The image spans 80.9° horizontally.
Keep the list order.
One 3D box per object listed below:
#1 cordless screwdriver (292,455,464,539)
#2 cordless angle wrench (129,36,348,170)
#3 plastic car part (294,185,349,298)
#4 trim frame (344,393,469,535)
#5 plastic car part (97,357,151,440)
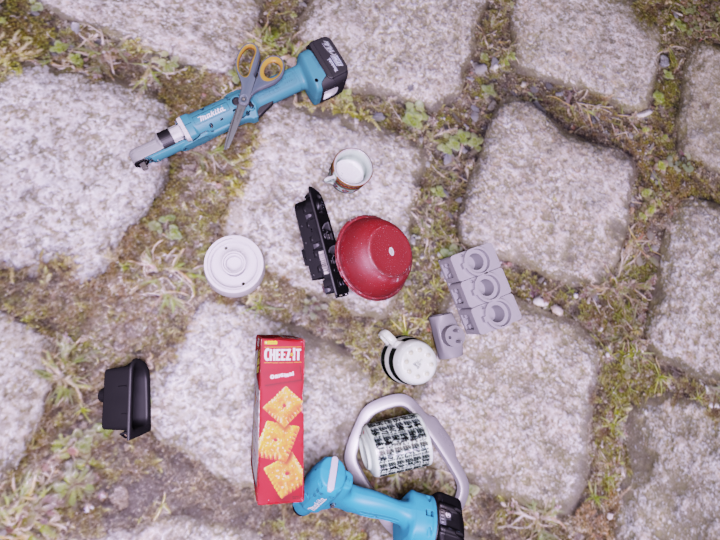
[{"bbox_3d":[0.020,0.376,0.654,0.246,0.158,0.075,23,39,-5],"label":"cordless screwdriver"},{"bbox_3d":[-0.224,-0.298,0.779,0.419,0.074,0.099,-30,87,-11],"label":"cordless angle wrench"},{"bbox_3d":[-0.074,-0.049,0.760,0.069,0.063,0.205,-15,83,27],"label":"plastic car part"},{"bbox_3d":[0.082,0.337,0.730,0.182,0.027,0.251,-35,85,-12],"label":"trim frame"},{"bbox_3d":[-0.377,0.202,0.668,0.071,0.065,0.118,-9,79,1],"label":"plastic car part"}]
